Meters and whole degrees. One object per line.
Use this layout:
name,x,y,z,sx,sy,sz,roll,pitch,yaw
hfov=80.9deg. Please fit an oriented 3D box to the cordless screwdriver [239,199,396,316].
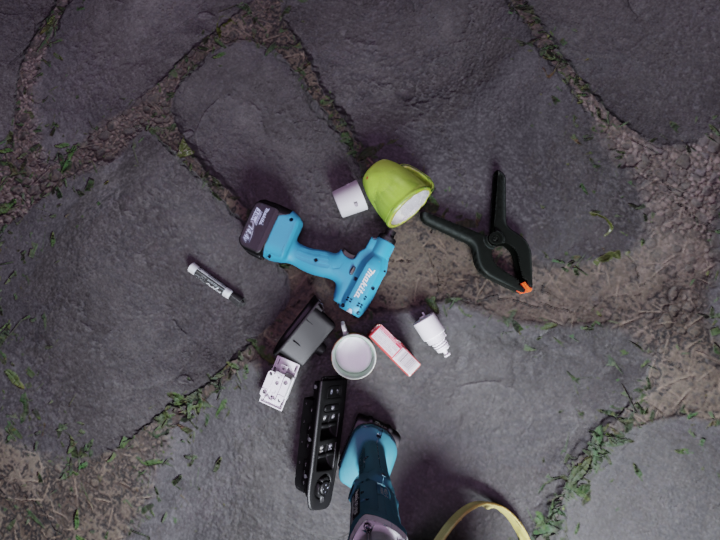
cordless screwdriver,-0.071,-0.046,0.726,0.251,0.073,0.159,28,84,5

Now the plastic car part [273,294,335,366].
plastic car part,-0.086,0.109,0.712,0.070,0.067,0.116,35,89,-8

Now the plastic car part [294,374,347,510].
plastic car part,-0.070,0.271,0.677,0.070,0.063,0.205,-4,78,31

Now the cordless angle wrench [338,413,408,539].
cordless angle wrench,0.014,0.267,0.489,0.075,0.417,0.098,23,85,2
